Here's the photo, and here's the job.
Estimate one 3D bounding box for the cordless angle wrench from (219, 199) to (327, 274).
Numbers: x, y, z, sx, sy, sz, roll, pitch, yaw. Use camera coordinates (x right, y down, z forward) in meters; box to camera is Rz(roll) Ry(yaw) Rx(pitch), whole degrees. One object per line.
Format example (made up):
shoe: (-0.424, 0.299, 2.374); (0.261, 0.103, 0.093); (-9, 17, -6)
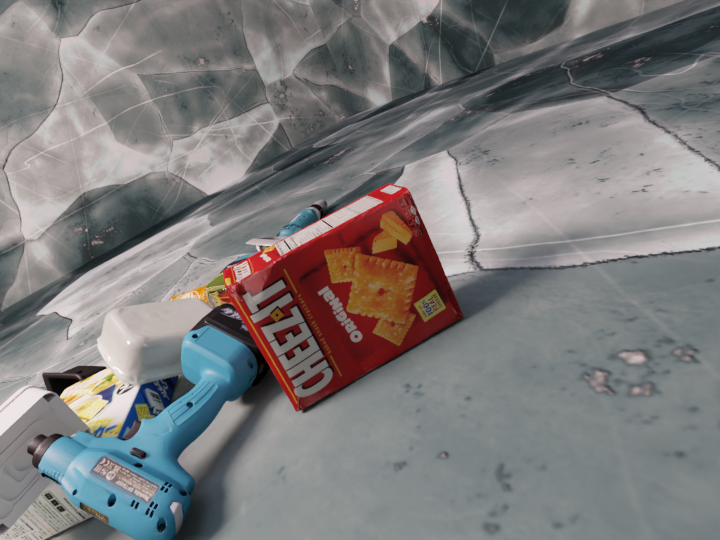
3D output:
cordless angle wrench: (-0.154, -0.073, 0.931); (0.101, 0.072, 0.422); (-14, 24, 25)

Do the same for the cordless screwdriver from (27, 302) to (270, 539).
cordless screwdriver: (-0.205, 0.137, 0.461); (0.162, 0.073, 0.249); (18, 36, 8)

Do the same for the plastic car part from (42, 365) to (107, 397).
plastic car part: (-0.484, 0.192, 0.737); (0.120, 0.065, 0.069); (-11, 11, 25)

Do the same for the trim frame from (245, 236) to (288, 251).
trim frame: (-0.070, -0.046, 0.718); (0.248, 0.027, 0.186); (-3, 8, -3)
